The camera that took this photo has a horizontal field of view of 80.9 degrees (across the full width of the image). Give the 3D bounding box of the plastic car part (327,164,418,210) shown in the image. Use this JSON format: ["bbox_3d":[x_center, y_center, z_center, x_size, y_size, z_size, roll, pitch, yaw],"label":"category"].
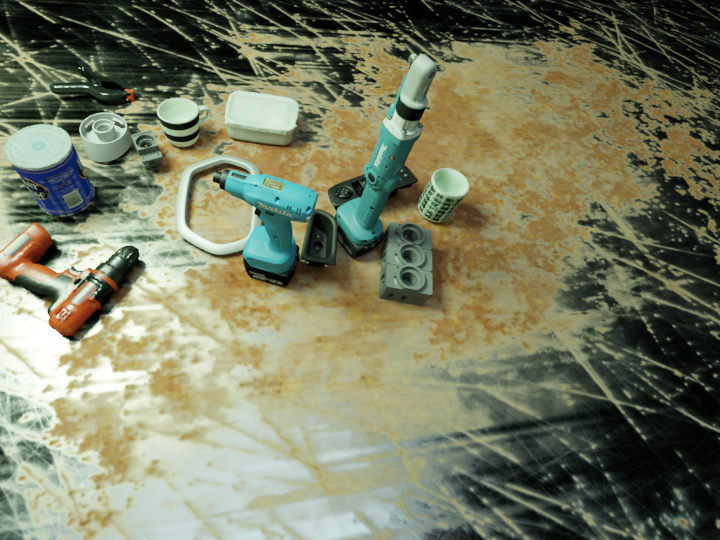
[{"bbox_3d":[0.019,-0.175,0.920,0.198,0.066,0.069,-19,66,-21],"label":"plastic car part"}]

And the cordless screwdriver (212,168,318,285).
[{"bbox_3d":[-0.168,-0.072,0.719,0.159,0.246,0.075,19,58,-3],"label":"cordless screwdriver"}]

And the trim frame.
[{"bbox_3d":[-0.282,-0.141,0.869,0.181,0.027,0.256,-1,59,-11],"label":"trim frame"}]

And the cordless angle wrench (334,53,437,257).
[{"bbox_3d":[0.037,-0.166,0.711,0.073,0.418,0.101,-28,72,-27],"label":"cordless angle wrench"}]

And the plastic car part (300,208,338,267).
[{"bbox_3d":[-0.081,-0.053,0.826,0.065,0.070,0.119,9,58,-8],"label":"plastic car part"}]
